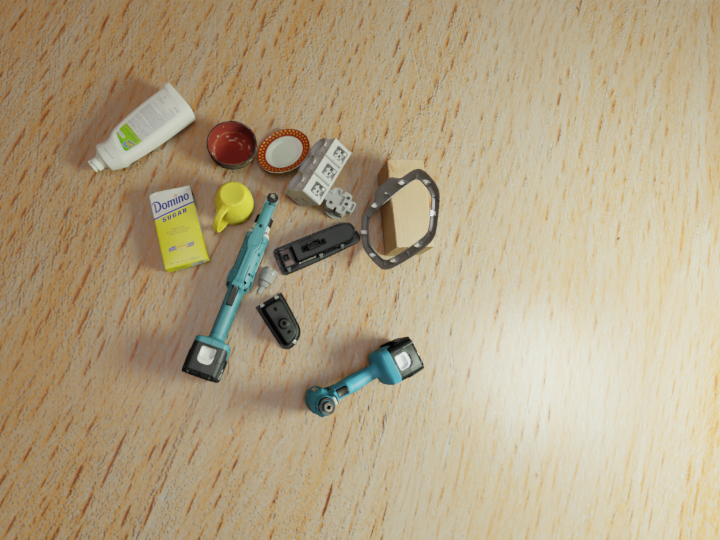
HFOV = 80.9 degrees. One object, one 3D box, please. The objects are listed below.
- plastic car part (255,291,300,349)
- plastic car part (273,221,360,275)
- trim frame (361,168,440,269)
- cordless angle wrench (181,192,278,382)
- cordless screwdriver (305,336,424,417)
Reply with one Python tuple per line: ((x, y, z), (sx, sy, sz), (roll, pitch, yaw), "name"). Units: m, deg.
((-0.168, 0.108, 0.901), (0.065, 0.070, 0.119), (-30, 81, -14), "plastic car part")
((-0.094, -0.061, 0.959), (0.199, 0.066, 0.068), (-23, 76, -15), "plastic car part")
((0.076, -0.108, 0.905), (0.026, 0.253, 0.189), (5, 63, -35), "trim frame")
((-0.258, 0.020, 0.907), (0.074, 0.098, 0.427), (19, 70, -7), "cordless angle wrench")
((0.009, 0.219, 0.852), (0.245, 0.160, 0.075), (-25, 85, -16), "cordless screwdriver")
